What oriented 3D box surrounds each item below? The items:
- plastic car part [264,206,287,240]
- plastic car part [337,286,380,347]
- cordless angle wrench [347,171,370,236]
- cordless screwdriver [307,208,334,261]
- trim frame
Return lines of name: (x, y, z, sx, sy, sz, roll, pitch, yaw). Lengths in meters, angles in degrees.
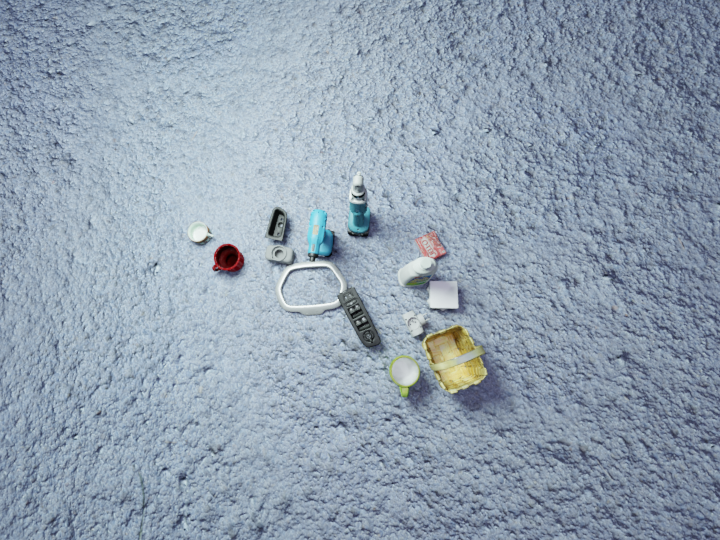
plastic car part: (-0.288, -0.159, 1.492, 0.067, 0.069, 0.117, 11, 79, 5)
plastic car part: (-0.003, 0.158, 1.392, 0.066, 0.065, 0.208, -28, 76, -3)
cordless angle wrench: (-0.006, -0.197, 1.295, 0.075, 0.415, 0.099, 6, 80, 1)
cordless screwdriver: (-0.134, -0.088, 1.370, 0.075, 0.244, 0.161, 7, 80, 2)
trim frame: (-0.171, 0.060, 1.451, 0.250, 0.027, 0.187, -6, 77, 4)
